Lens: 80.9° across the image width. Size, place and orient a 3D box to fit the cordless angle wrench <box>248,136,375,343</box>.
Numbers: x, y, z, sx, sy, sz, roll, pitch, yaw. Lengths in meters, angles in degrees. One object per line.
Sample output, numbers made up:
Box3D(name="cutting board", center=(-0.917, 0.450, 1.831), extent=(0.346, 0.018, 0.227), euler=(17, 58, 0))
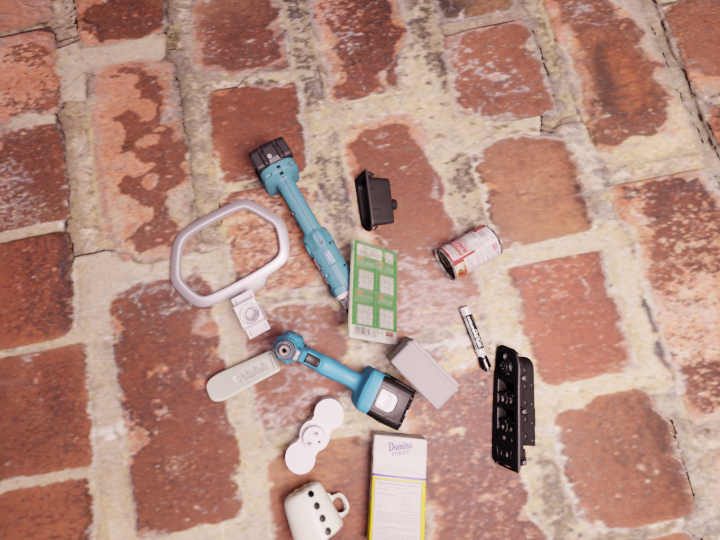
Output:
Box3D(name="cordless angle wrench", center=(-0.078, -0.051, 0.799), extent=(0.074, 0.097, 0.429), euler=(-29, 82, -9))

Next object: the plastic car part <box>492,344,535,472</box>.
Box3D(name="plastic car part", center=(0.273, 0.235, 0.738), extent=(0.066, 0.066, 0.205), euler=(3, 79, -10))

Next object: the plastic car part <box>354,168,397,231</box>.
Box3D(name="plastic car part", center=(0.035, -0.135, 0.828), extent=(0.069, 0.067, 0.118), euler=(-8, 82, -16))

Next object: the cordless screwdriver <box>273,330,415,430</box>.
Box3D(name="cordless screwdriver", center=(-0.034, 0.177, 0.714), extent=(0.251, 0.157, 0.074), euler=(27, 81, 4))

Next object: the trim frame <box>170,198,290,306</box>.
Box3D(name="trim frame", center=(-0.259, -0.034, 0.833), extent=(0.247, 0.027, 0.188), euler=(-30, 78, -5))
